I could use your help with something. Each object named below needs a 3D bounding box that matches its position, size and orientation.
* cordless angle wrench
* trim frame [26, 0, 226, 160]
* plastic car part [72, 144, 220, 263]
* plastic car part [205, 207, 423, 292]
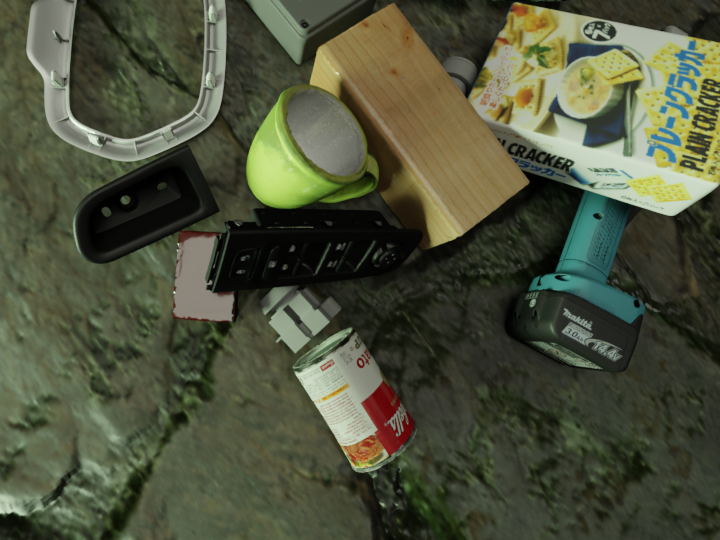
[{"bbox_3d":[0.283,-0.104,0.458,0.097,0.075,0.424,28,76,-5],"label":"cordless angle wrench"},{"bbox_3d":[-0.229,-0.229,0.424,0.182,0.028,0.250,1,83,-7],"label":"trim frame"},{"bbox_3d":[-0.198,-0.061,0.378,0.115,0.075,0.063,-31,121,-19],"label":"plastic car part"},{"bbox_3d":[-0.037,-0.024,0.377,0.195,0.065,0.071,-1,38,-30],"label":"plastic car part"}]
